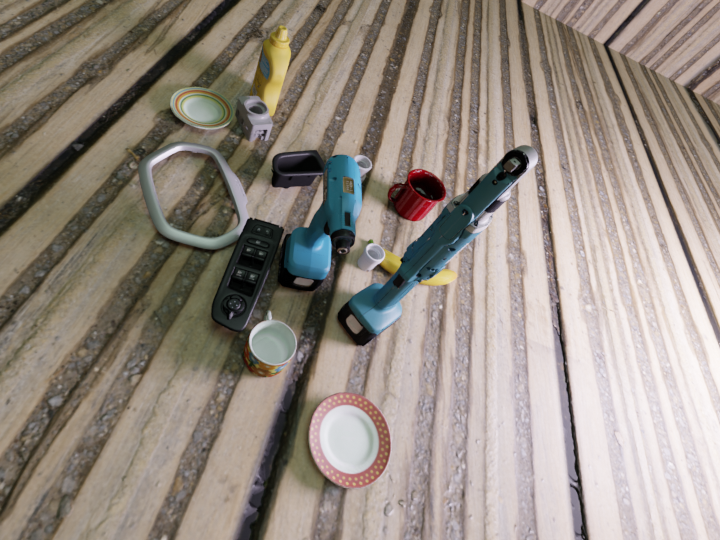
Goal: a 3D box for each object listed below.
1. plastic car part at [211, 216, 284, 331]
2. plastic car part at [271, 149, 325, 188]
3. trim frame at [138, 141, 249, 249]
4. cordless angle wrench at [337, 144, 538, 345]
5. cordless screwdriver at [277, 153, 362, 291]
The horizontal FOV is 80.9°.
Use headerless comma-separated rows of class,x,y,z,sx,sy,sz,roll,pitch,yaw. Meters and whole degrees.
plastic car part,-0.187,0.010,0.686,0.065,0.067,0.207,20,51,-11
plastic car part,-0.135,-0.195,0.851,0.112,0.071,0.068,-15,65,-31
trim frame,-0.299,-0.142,0.773,0.178,0.027,0.258,-14,63,-30
cordless angle wrench,0.088,-0.016,0.589,0.095,0.423,0.076,-29,76,-37
cordless screwdriver,-0.064,-0.042,0.657,0.072,0.249,0.164,12,54,-20
